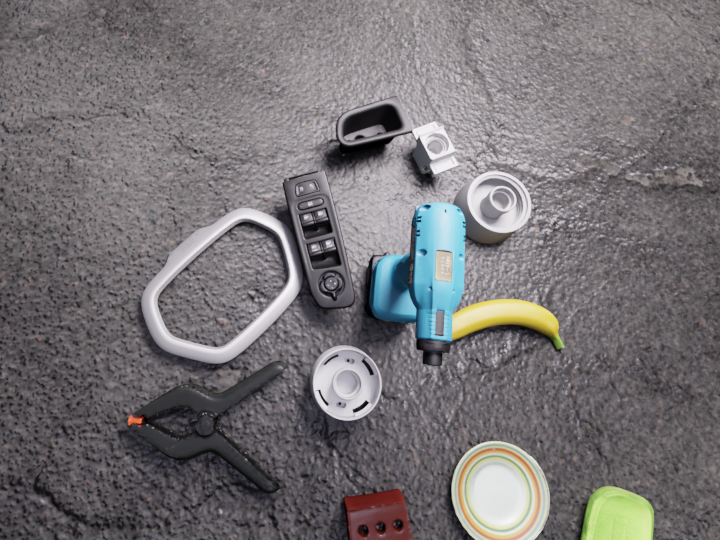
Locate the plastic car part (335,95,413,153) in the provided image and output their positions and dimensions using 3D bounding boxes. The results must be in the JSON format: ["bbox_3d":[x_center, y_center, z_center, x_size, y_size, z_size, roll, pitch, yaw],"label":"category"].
[{"bbox_3d":[0.010,-0.217,0.667,0.115,0.070,0.067,-19,80,-9],"label":"plastic car part"}]

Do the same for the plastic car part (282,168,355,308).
[{"bbox_3d":[-0.061,-0.040,0.620,0.066,0.066,0.207,-14,77,-9],"label":"plastic car part"}]

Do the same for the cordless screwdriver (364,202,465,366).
[{"bbox_3d":[0.060,0.031,0.515,0.074,0.248,0.161,7,77,-7],"label":"cordless screwdriver"}]

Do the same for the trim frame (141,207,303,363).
[{"bbox_3d":[-0.198,0.017,0.617,0.187,0.027,0.247,42,77,7],"label":"trim frame"}]
